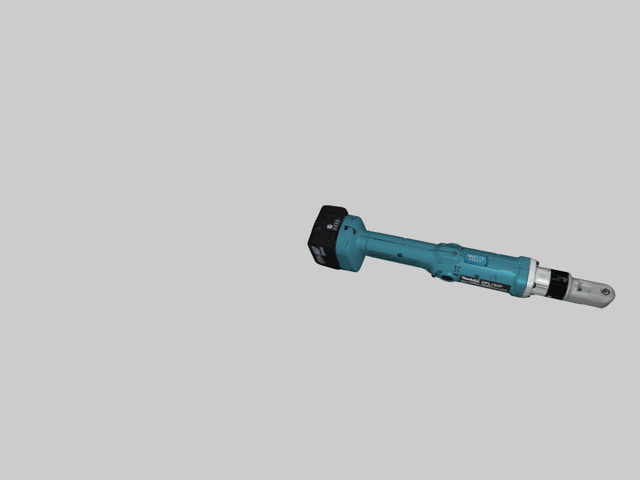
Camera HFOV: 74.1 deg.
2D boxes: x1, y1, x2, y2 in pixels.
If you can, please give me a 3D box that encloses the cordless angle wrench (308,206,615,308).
[{"bbox_3d":[0.191,0.034,0.629,0.423,0.074,0.098,12,-26,19],"label":"cordless angle wrench"}]
